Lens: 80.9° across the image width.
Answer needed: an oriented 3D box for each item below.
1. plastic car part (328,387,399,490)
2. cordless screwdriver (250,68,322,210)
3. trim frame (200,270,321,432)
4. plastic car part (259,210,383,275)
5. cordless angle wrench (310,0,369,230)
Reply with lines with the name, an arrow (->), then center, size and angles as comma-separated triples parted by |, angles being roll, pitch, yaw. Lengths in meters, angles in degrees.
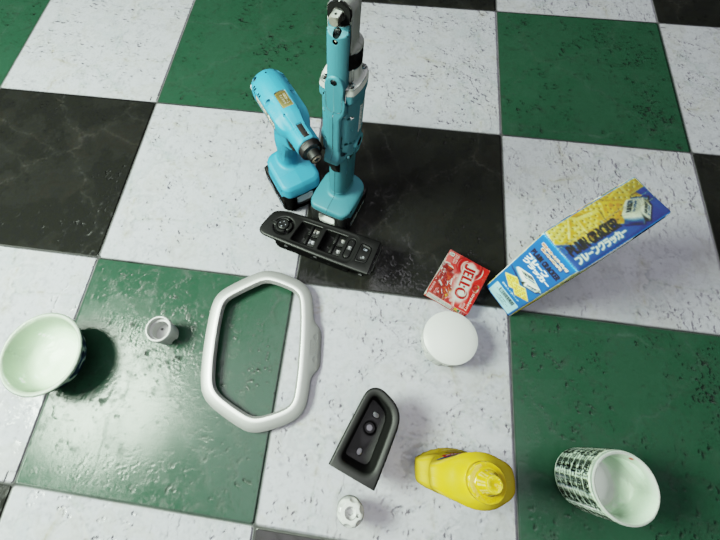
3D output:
plastic car part -> 0.011, 0.228, 0.590 | 0.067, 0.069, 0.117 | 25, 70, 8
cordless screwdriver -> -0.104, -0.176, 0.671 | 0.073, 0.243, 0.164 | -27, 72, -13
trim frame -> -0.154, 0.119, 0.664 | 0.185, 0.027, 0.254 | 0, 67, 1
plastic car part -> -0.070, -0.045, 0.711 | 0.207, 0.065, 0.066 | 22, 69, 10
cordless angle wrench -> -0.026, -0.184, 0.581 | 0.076, 0.414, 0.098 | 25, 70, 6
